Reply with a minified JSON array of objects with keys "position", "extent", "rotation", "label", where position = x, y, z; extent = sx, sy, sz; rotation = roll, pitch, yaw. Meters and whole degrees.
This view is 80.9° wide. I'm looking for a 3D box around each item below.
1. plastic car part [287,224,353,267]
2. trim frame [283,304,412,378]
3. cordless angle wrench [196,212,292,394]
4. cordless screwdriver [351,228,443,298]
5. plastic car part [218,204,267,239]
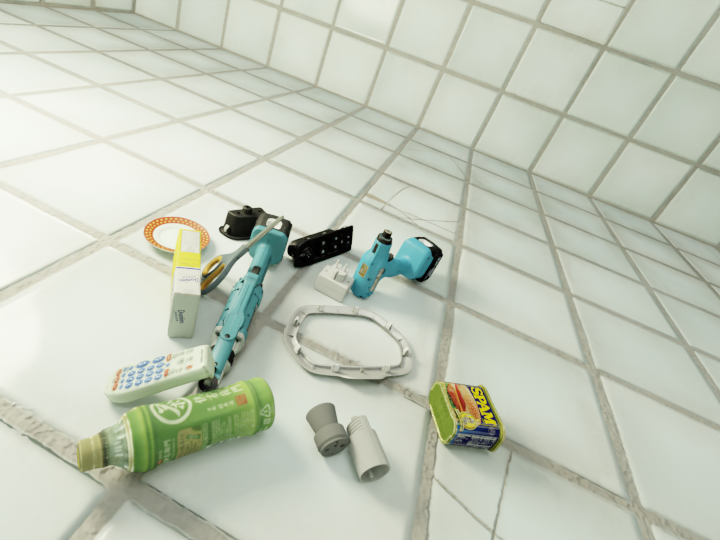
[{"position":[-0.095,-0.062,0.975],"extent":[0.070,0.065,0.197],"rotation":[25,30,25],"label":"plastic car part"},{"position":[-0.018,0.125,0.762],"extent":[0.239,0.027,0.193],"rotation":[7,34,-23],"label":"trim frame"},{"position":[-0.199,0.043,0.740],"extent":[0.073,0.097,0.432],"rotation":[17,35,-8],"label":"cordless angle wrench"},{"position":[0.091,-0.032,0.939],"extent":[0.239,0.158,0.078],"rotation":[-13,46,-46],"label":"cordless screwdriver"},{"position":[-0.256,-0.114,0.957],"extent":[0.111,0.070,0.069],"rotation":[-8,41,-43],"label":"plastic car part"}]
